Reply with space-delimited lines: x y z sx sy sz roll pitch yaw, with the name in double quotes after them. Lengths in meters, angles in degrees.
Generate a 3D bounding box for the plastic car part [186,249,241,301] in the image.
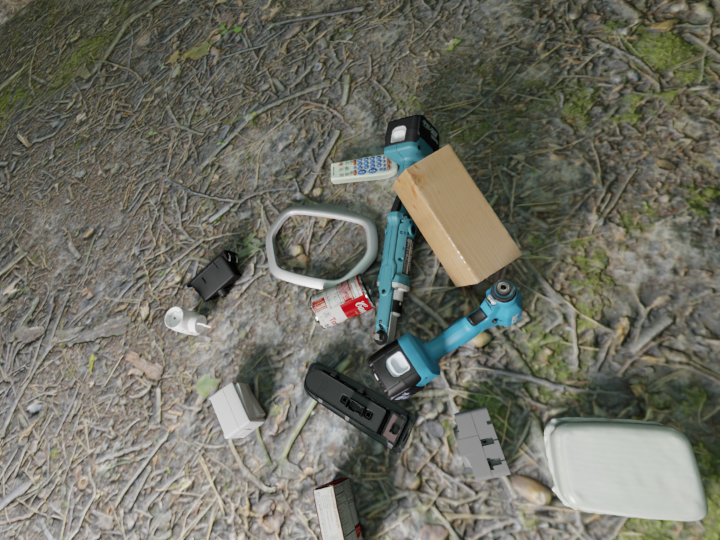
-0.298 0.020 0.889 0.117 0.064 0.073 -43 77 3 "plastic car part"

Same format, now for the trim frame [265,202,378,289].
-0.083 -0.054 0.852 0.259 0.026 0.185 10 74 25 "trim frame"

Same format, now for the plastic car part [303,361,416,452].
-0.017 0.220 0.700 0.213 0.064 0.066 24 86 29 "plastic car part"

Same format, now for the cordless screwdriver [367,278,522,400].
0.130 0.100 0.637 0.250 0.152 0.077 -34 64 7 "cordless screwdriver"

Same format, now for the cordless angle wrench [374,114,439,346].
0.072 -0.075 0.771 0.078 0.092 0.427 -3 72 39 "cordless angle wrench"
